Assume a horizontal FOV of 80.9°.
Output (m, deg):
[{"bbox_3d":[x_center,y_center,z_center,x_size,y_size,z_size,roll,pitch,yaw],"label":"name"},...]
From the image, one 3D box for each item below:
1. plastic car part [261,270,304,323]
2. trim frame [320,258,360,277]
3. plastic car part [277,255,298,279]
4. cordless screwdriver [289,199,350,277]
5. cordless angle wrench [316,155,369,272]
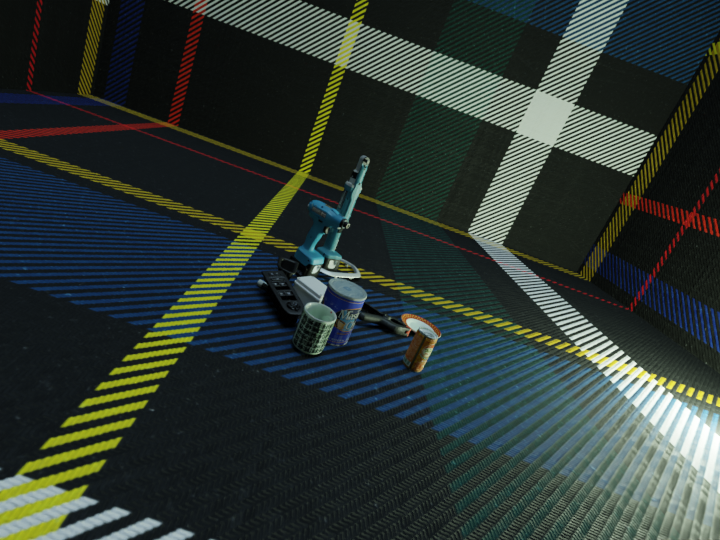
[{"bbox_3d":[-0.209,0.073,1.124,0.063,0.066,0.215,8,23,-36],"label":"plastic car part"},{"bbox_3d":[-0.107,-0.018,1.535,0.236,0.027,0.195,2,26,-43],"label":"trim frame"},{"bbox_3d":[-0.228,0.011,1.267,0.065,0.070,0.119,18,19,-9],"label":"plastic car part"},{"bbox_3d":[-0.133,-0.087,1.360,0.168,0.247,0.071,33,21,31],"label":"cordless screwdriver"},{"bbox_3d":[-0.061,-0.192,1.454,0.071,0.420,0.103,9,22,-36],"label":"cordless angle wrench"}]
